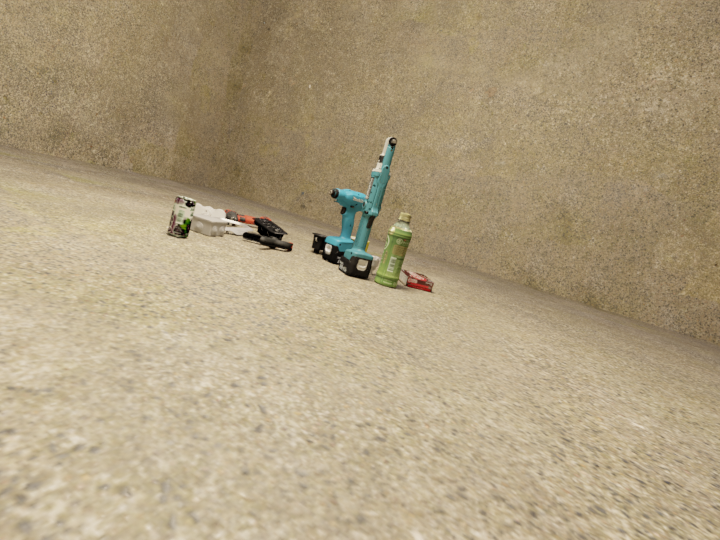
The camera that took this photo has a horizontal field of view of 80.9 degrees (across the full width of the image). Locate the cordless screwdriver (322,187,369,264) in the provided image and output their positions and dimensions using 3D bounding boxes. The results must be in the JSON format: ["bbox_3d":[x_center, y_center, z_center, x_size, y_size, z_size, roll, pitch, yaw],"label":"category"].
[{"bbox_3d":[-0.067,-0.147,1.401,0.151,0.247,0.079,10,9,-42],"label":"cordless screwdriver"}]

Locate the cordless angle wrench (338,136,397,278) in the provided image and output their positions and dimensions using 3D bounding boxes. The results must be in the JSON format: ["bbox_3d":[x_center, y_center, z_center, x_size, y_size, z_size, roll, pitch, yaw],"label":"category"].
[{"bbox_3d":[0.034,-0.188,1.260,0.072,0.421,0.102,13,7,-22],"label":"cordless angle wrench"}]

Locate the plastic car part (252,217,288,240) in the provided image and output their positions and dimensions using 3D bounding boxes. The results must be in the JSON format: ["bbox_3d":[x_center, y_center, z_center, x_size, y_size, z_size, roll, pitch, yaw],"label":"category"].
[{"bbox_3d":[-0.326,-0.140,1.505,0.063,0.067,0.214,10,10,-37],"label":"plastic car part"}]

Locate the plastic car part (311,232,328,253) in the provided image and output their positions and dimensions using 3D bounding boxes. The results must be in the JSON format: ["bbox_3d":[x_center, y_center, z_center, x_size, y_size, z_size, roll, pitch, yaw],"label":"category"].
[{"bbox_3d":[-0.150,-0.098,1.538,0.067,0.070,0.115,17,8,7],"label":"plastic car part"}]

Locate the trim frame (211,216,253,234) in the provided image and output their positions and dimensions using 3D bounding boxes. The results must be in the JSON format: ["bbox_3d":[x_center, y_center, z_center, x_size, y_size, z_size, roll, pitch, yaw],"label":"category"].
[{"bbox_3d":[-0.483,-0.158,1.476,0.192,0.027,0.240,19,9,21],"label":"trim frame"}]
